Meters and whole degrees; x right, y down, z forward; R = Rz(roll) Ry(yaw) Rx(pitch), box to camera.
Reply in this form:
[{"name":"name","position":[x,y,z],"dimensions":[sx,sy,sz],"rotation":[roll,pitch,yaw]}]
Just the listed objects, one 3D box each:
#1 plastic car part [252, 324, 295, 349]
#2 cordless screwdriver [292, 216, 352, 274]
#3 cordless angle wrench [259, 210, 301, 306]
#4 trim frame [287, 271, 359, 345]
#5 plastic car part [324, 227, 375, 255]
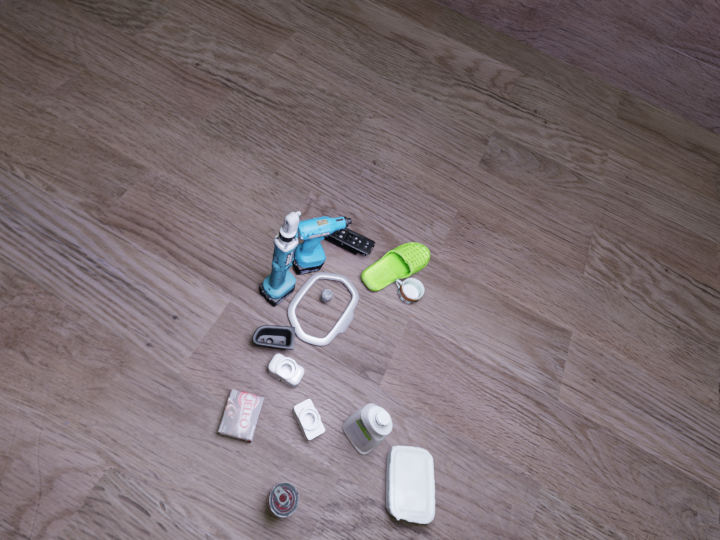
[{"name":"plastic car part","position":[-0.246,0.194,1.188],"dimensions":[0.115,0.070,0.068],"rotation":[6,61,-9]},{"name":"cordless screwdriver","position":[-0.124,-0.081,1.264],"dimensions":[0.155,0.246,0.077],"rotation":[-13,68,-20]},{"name":"cordless angle wrench","position":[-0.206,-0.027,1.119],"dimensions":[0.076,0.419,0.096],"rotation":[46,61,9]},{"name":"trim frame","position":[-0.110,0.111,1.285],"dimensions":[0.187,0.027,0.247],"rotation":[32,60,8]},{"name":"plastic car part","position":[-0.056,-0.106,1.396],"dimensions":[0.205,0.066,0.066],"rotation":[29,60,5]}]
